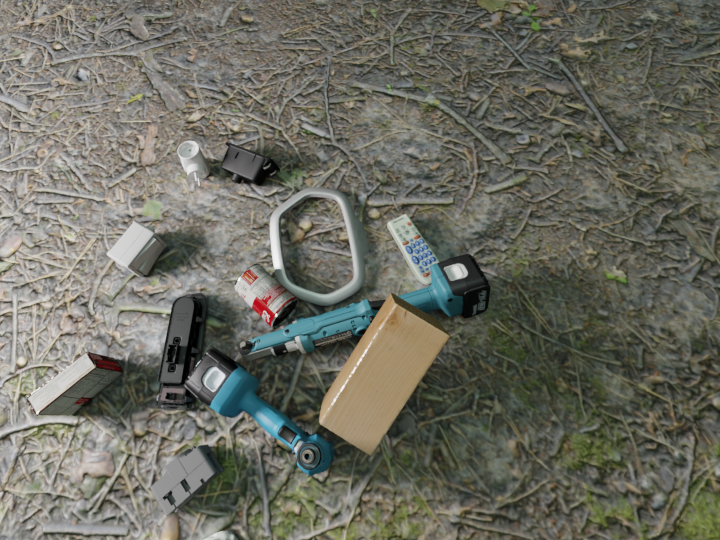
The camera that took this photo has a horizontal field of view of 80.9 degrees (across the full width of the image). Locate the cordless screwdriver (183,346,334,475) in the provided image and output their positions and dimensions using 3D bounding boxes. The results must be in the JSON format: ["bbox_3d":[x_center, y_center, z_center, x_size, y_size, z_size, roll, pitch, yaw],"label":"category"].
[{"bbox_3d":[-0.150,0.212,0.630,0.257,0.154,0.074,31,72,16],"label":"cordless screwdriver"}]

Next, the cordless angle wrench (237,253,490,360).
[{"bbox_3d":[-0.002,0.081,0.716,0.424,0.093,0.077,-17,49,1],"label":"cordless angle wrench"}]

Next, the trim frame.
[{"bbox_3d":[-0.079,-0.052,0.807,0.184,0.027,0.256,-12,65,0],"label":"trim frame"}]

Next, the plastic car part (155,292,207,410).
[{"bbox_3d":[-0.313,0.130,0.730,0.067,0.064,0.208,-3,64,8],"label":"plastic car part"}]

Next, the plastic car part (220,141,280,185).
[{"bbox_3d":[-0.238,-0.212,0.874,0.120,0.064,0.071,21,84,15],"label":"plastic car part"}]
